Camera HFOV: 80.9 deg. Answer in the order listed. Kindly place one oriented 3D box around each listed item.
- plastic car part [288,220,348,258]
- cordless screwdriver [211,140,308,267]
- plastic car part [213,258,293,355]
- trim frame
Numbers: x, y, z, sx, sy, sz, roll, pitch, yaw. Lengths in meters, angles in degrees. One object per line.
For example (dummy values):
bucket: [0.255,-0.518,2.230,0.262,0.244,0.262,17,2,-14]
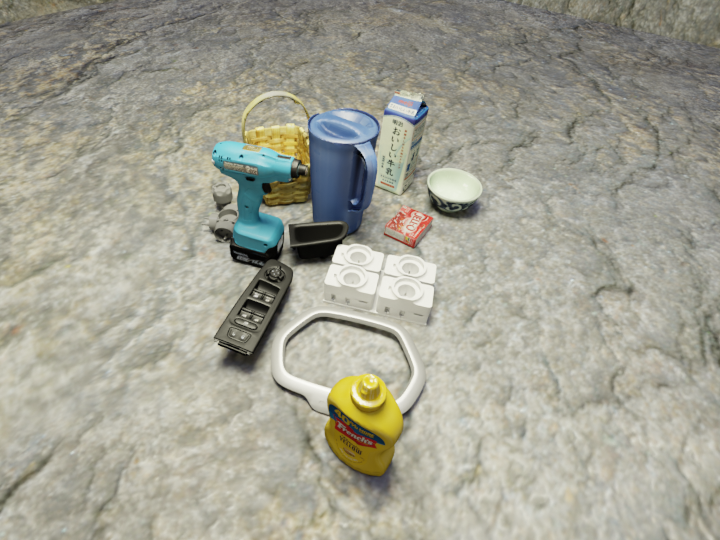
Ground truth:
plastic car part: [-0.081,-0.053,0.830,0.115,0.069,0.068,-4,46,-7]
cordless screwdriver: [-0.172,-0.112,0.765,0.162,0.242,0.075,14,46,8]
plastic car part: [-0.169,0.064,0.717,0.068,0.065,0.205,13,47,8]
trim frame: [-0.022,0.140,0.673,0.253,0.027,0.186,11,47,10]
